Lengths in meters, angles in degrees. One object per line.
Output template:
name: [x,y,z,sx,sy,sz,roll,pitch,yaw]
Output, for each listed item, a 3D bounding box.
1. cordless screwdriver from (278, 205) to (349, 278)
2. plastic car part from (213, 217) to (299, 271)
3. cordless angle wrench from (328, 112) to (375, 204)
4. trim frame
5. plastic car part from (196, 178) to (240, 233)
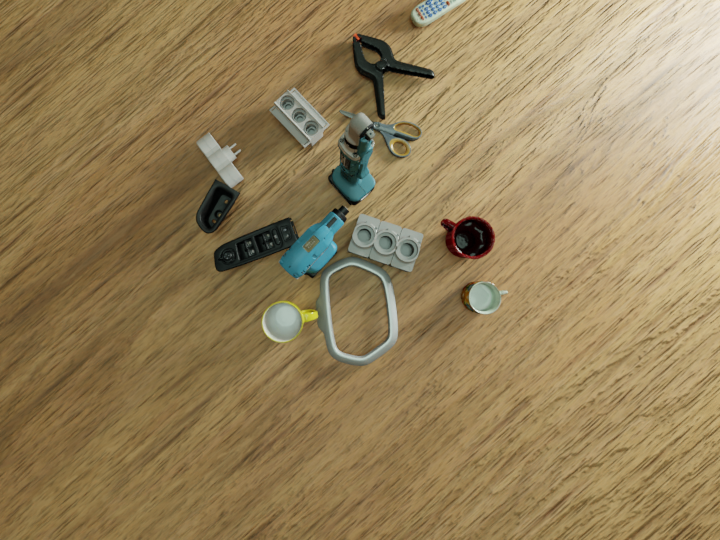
cordless screwdriver: [-0.086,-0.056,0.875,0.074,0.248,0.159,43,88,-1]
plastic car part: [-0.240,-0.055,0.972,0.203,0.067,0.067,-21,88,1]
cordless angle wrench: [-0.011,-0.207,0.795,0.074,0.422,0.098,-41,91,-2]
trim frame: [-0.011,0.092,0.971,0.185,0.027,0.250,-7,86,2]
plastic car part: [-0.330,-0.141,0.980,0.066,0.070,0.116,30,88,1]
